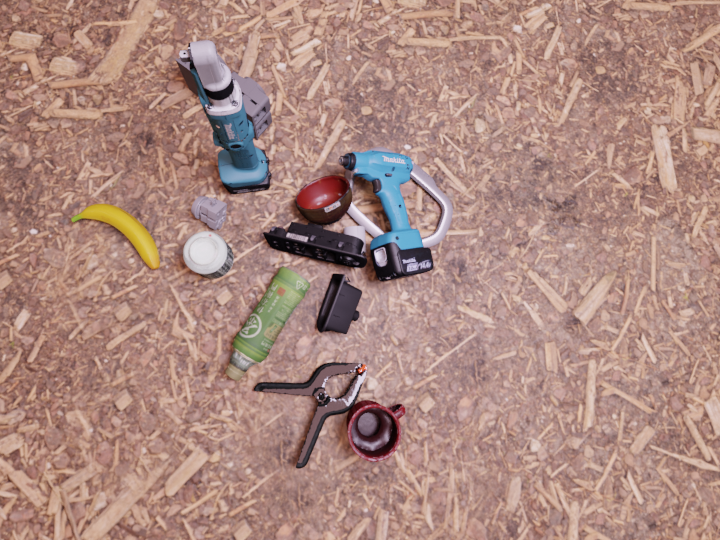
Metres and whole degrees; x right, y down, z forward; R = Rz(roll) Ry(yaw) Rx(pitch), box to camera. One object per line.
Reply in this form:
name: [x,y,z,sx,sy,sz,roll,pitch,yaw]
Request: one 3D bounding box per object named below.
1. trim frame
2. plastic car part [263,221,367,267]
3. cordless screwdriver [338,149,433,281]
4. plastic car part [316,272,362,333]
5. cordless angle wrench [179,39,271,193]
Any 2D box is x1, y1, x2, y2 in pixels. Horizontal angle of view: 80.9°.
trim frame: [0.074,-0.146,0.872,0.251,0.027,0.184,40,81,6]
plastic car part: [-0.079,-0.052,0.807,0.209,0.064,0.067,18,61,16]
cordless screwdriver: [0.044,-0.107,0.790,0.152,0.076,0.252,-2,77,-33]
plastic car part: [-0.034,0.070,0.814,0.069,0.068,0.117,19,83,-17]
cordless angle wrench: [-0.202,-0.220,0.668,0.097,0.423,0.075,-8,84,-9]
